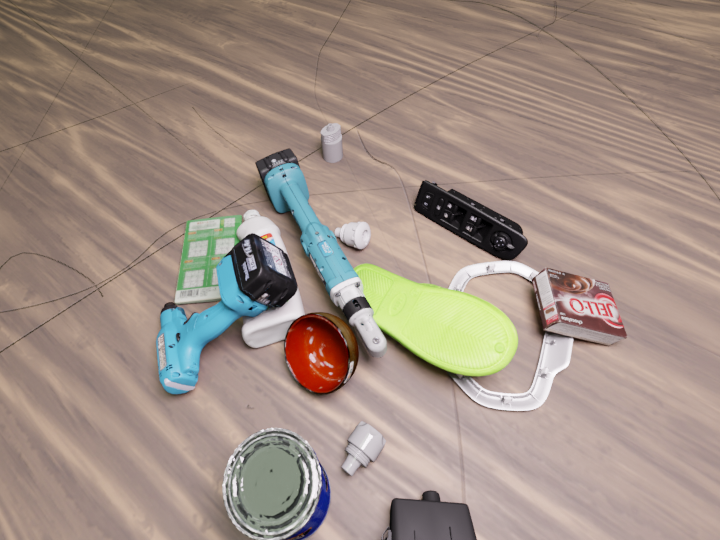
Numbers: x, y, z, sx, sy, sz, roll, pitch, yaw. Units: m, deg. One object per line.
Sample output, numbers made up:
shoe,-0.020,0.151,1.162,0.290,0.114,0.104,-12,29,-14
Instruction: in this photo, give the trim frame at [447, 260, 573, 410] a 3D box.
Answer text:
trim frame,0.214,0.084,0.634,0.190,0.026,0.249,18,58,16

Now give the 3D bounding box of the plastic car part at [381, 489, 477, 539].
plastic car part,0.079,0.297,0.491,0.117,0.064,0.073,-1,42,0

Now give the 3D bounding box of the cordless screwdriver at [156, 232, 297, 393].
cordless screwdriver,-0.215,0.046,0.626,0.250,0.070,0.167,-43,47,14

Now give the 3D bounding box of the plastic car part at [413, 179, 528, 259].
plastic car part,0.194,-0.090,0.736,0.065,0.065,0.213,-22,50,-42

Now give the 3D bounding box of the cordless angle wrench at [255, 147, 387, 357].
cordless angle wrench,-0.068,-0.044,0.693,0.074,0.094,0.444,-25,54,-10
